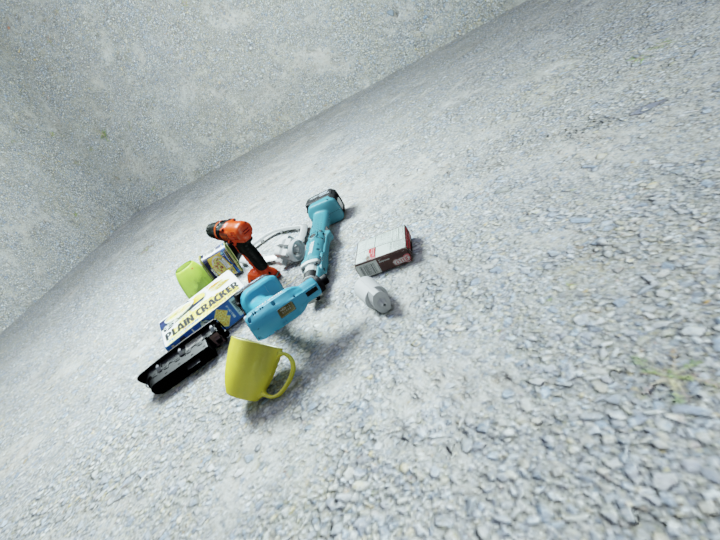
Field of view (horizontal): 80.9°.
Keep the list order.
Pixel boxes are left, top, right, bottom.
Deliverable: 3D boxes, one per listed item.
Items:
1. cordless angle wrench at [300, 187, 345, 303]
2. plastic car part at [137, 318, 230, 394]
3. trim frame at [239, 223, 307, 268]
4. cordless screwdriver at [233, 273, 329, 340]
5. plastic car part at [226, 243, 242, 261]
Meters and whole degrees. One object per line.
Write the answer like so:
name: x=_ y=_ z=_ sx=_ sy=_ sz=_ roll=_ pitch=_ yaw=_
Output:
cordless angle wrench: x=-0.099 y=-0.065 z=1.009 sx=0.100 sy=0.071 sz=0.434 roll=-24 pitch=31 yaw=17
plastic car part: x=-0.366 y=0.191 z=0.886 sx=0.202 sy=0.063 sz=0.071 roll=-33 pitch=52 yaw=-4
trim frame: x=-0.249 y=-0.071 z=1.210 sx=0.260 sy=0.026 sz=0.183 roll=-2 pitch=39 yaw=40
cordless screwdriver: x=-0.160 y=0.051 z=0.820 sx=0.157 sy=0.073 sz=0.257 roll=-35 pitch=15 yaw=-16
plastic car part: x=-0.406 y=-0.055 z=1.315 sx=0.072 sy=0.063 sz=0.119 roll=-37 pitch=27 yaw=24
